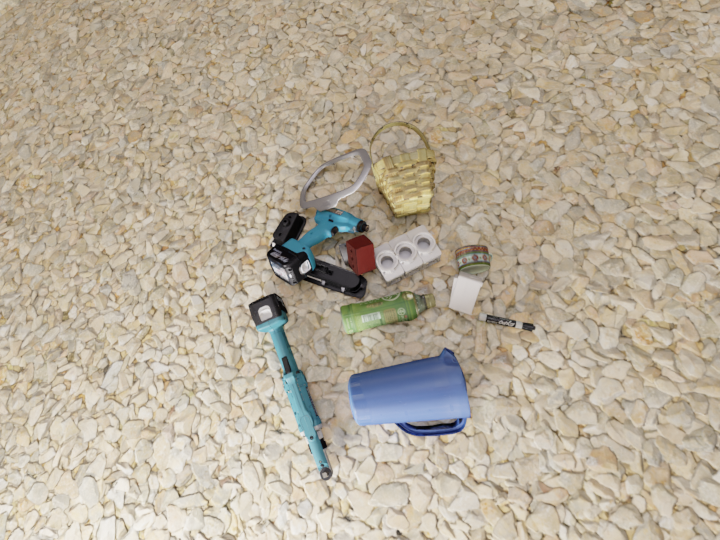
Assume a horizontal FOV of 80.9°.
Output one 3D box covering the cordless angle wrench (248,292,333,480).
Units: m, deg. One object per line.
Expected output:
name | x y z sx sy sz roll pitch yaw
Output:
cordless angle wrench | -0.153 0.261 0.982 0.074 0.095 0.436 -24 70 -1

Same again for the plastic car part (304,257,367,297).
plastic car part | -0.078 0.008 1.076 0.209 0.065 0.066 21 66 15

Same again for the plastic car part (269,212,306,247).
plastic car part | -0.198 -0.112 1.140 0.068 0.068 0.117 24 78 15

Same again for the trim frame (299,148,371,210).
trim frame | -0.070 -0.240 1.128 0.259 0.026 0.187 -10 52 37

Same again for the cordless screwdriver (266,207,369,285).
cordless screwdriver | -0.103 -0.068 1.056 0.168 0.071 0.246 21 54 34
